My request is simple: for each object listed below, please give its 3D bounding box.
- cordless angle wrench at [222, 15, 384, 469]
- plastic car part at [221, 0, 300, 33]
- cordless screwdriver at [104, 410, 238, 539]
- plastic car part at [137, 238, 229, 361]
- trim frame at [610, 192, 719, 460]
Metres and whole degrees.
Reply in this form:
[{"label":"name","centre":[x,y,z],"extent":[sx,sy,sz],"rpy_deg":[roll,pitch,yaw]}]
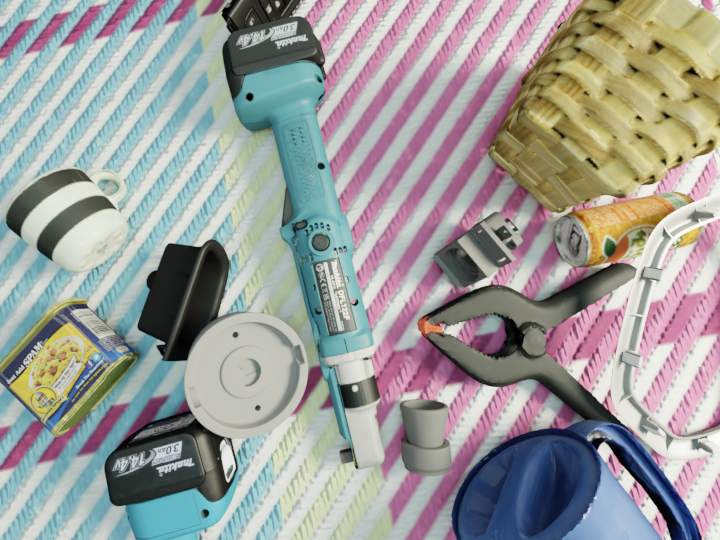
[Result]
[{"label":"cordless angle wrench","centre":[-0.040,-0.026,0.410],"extent":[0.098,0.074,0.426],"rpy_deg":[-14,84,-1]},{"label":"plastic car part","centre":[-0.085,-0.331,0.459],"extent":[0.070,0.063,0.203],"rpy_deg":[34,86,29]},{"label":"cordless screwdriver","centre":[-0.128,0.256,0.375],"extent":[0.159,0.074,0.250],"rpy_deg":[-11,86,0]},{"label":"plastic car part","centre":[-0.180,0.024,0.418],"extent":[0.073,0.063,0.117],"rpy_deg":[8,80,16]},{"label":"trim frame","centre":[0.312,0.051,0.372],"extent":[0.180,0.028,0.248],"rpy_deg":[11,92,-12]}]
